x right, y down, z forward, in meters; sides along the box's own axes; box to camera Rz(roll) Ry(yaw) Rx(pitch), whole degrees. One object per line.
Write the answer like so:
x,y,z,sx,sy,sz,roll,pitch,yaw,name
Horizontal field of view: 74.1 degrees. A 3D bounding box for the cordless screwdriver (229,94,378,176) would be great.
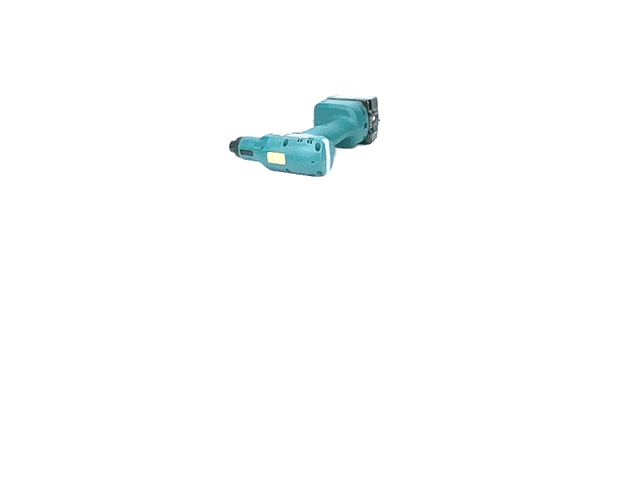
-0.014,-0.169,0.666,0.160,0.074,0.247,12,33,26,cordless screwdriver
